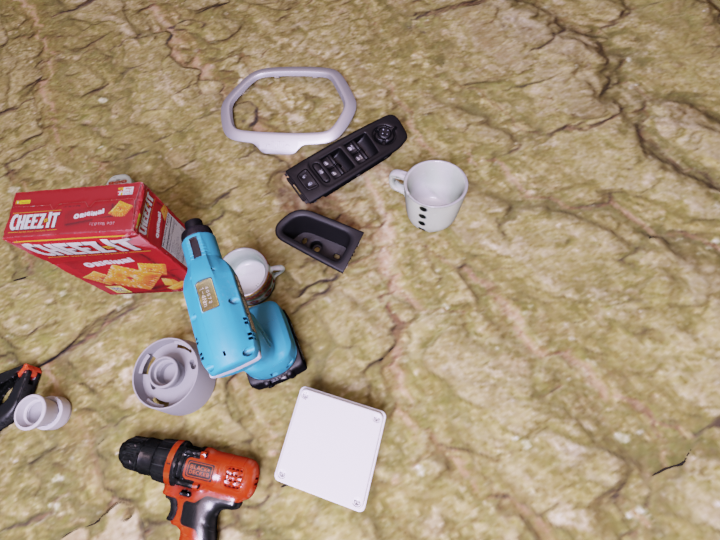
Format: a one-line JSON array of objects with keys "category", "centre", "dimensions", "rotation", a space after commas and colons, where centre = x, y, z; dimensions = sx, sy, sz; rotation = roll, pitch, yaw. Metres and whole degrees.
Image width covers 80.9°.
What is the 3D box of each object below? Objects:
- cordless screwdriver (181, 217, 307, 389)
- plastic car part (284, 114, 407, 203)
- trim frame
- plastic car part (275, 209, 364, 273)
[{"category": "cordless screwdriver", "centre": [-0.136, 0.051, 0.493], "dimensions": [0.074, 0.241, 0.165], "rotation": [-23, 69, -5]}, {"category": "plastic car part", "centre": [-0.015, -0.169, 0.662], "dimensions": [0.202, 0.065, 0.069], "rotation": [-35, 69, -7]}, {"category": "trim frame", "centre": [-0.131, -0.288, 0.749], "dimensions": [0.253, 0.026, 0.187], "rotation": [5, 68, 10]}, {"category": "plastic car part", "centre": [-0.060, -0.039, 0.613], "dimensions": [0.120, 0.068, 0.066], "rotation": [24, 73, 16]}]
